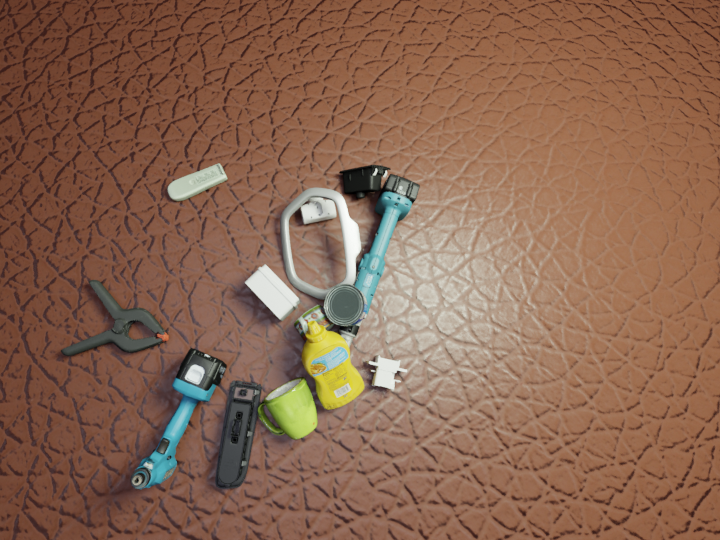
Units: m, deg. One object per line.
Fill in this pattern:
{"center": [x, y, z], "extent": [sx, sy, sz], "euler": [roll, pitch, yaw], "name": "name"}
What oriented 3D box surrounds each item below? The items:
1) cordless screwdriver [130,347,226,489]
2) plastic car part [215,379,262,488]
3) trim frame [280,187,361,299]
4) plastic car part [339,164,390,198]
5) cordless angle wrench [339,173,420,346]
{"center": [-0.346, 0.277, 0.801], "extent": [0.074, 0.158, 0.250], "euler": [22, 73, -1], "name": "cordless screwdriver"}
{"center": [-0.245, 0.329, 0.842], "extent": [0.065, 0.067, 0.205], "euler": [9, 77, -10], "name": "plastic car part"}
{"center": [-0.091, -0.060, 0.932], "extent": [0.190, 0.026, 0.250], "euler": [-10, 85, 23], "name": "trim frame"}
{"center": [0.005, -0.205, 0.991], "extent": [0.063, 0.122, 0.071], "euler": [0, 89, -46], "name": "plastic car part"}
{"center": [0.024, -0.007, 0.934], "extent": [0.074, 0.098, 0.425], "euler": [21, 78, -4], "name": "cordless angle wrench"}
